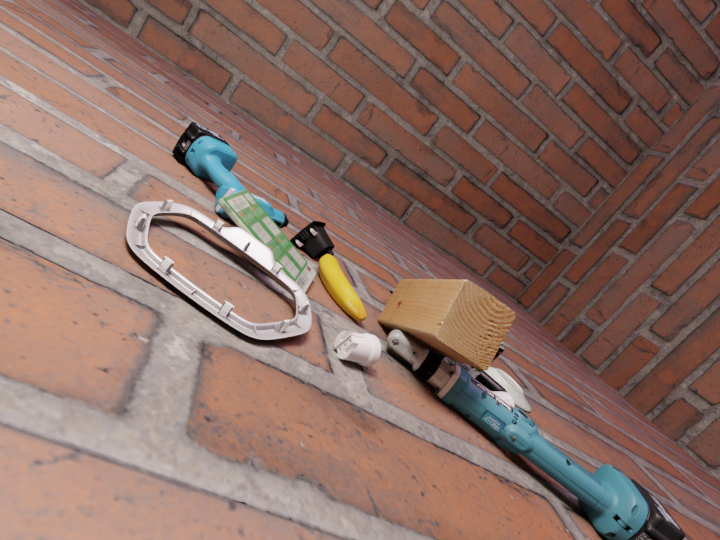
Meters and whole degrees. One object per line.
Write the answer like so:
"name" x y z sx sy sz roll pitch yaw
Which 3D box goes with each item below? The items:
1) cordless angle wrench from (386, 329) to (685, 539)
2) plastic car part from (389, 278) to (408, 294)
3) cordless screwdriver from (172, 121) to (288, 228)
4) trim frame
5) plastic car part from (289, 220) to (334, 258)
"cordless angle wrench" 0.214 0.223 0.595 0.432 0.074 0.096 36 12 10
"plastic car part" 0.132 0.071 0.809 0.063 0.067 0.214 16 10 -38
"cordless screwdriver" -0.241 -0.169 0.796 0.261 0.074 0.151 48 17 30
"trim frame" -0.158 -0.008 0.497 0.249 0.027 0.184 34 18 -1
"plastic car part" -0.082 -0.054 0.843 0.072 0.066 0.114 54 12 7
